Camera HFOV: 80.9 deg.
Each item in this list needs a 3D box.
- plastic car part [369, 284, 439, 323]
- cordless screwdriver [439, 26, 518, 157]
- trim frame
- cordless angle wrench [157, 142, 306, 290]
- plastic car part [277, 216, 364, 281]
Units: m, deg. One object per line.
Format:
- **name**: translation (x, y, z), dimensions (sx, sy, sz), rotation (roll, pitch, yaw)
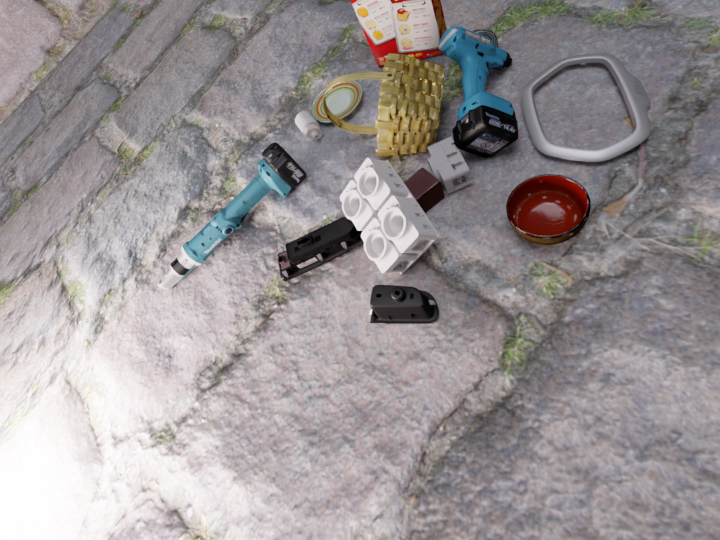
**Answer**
- **plastic car part**: translation (0.063, 0.049, 0.696), dimensions (0.121, 0.067, 0.067), rotation (-2, 65, 29)
- **cordless screwdriver**: translation (0.237, -0.335, 0.791), dimensions (0.075, 0.153, 0.254), rotation (141, 130, -58)
- **trim frame**: translation (0.388, -0.286, 0.736), dimensions (0.189, 0.026, 0.255), rotation (-13, 58, 22)
- **cordless angle wrench**: translation (-0.306, -0.106, 0.956), dimensions (0.424, 0.093, 0.078), rotation (-43, 58, 4)
- **plastic car part**: translation (-0.081, -0.053, 0.831), dimensions (0.206, 0.063, 0.069), rotation (-22, 50, 12)
